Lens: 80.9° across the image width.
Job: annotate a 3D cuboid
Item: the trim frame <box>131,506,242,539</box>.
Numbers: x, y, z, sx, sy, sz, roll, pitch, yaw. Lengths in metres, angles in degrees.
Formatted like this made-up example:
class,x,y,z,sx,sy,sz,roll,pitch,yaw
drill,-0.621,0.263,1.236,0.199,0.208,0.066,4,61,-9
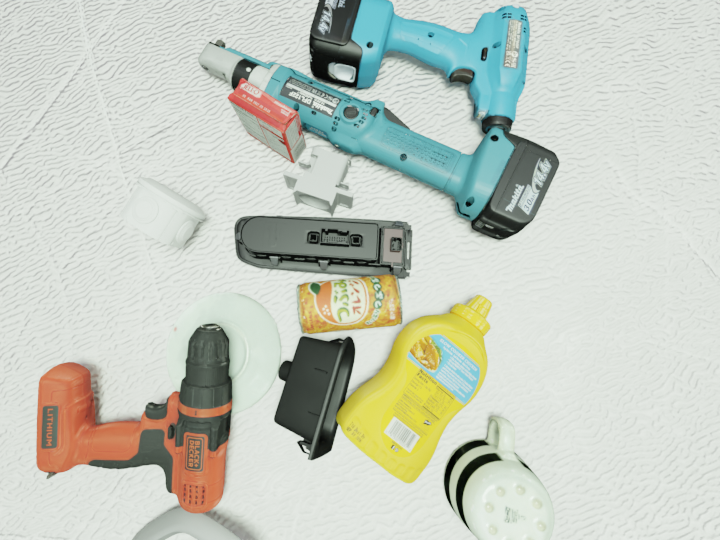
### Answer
class,x,y,z,sx,sy,sz,roll,pitch,yaw
trim frame,-0.156,0.355,0.381,0.188,0.026,0.255,-18,69,15

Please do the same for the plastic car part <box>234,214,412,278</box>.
class,x,y,z,sx,sy,sz,roll,pitch,yaw
plastic car part,-0.045,-0.029,0.461,0.205,0.066,0.066,4,88,7

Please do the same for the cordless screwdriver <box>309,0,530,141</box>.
class,x,y,z,sx,sy,sz,roll,pitch,yaw
cordless screwdriver,0.064,-0.238,0.488,0.249,0.073,0.160,9,80,1

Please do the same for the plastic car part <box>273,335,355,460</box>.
class,x,y,z,sx,sy,sz,roll,pitch,yaw
plastic car part,-0.052,0.120,0.435,0.073,0.063,0.117,9,77,17

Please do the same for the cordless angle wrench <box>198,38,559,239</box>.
class,x,y,z,sx,sy,sz,roll,pitch,yaw
cordless angle wrench,-0.007,-0.167,0.481,0.432,0.073,0.098,27,82,11
